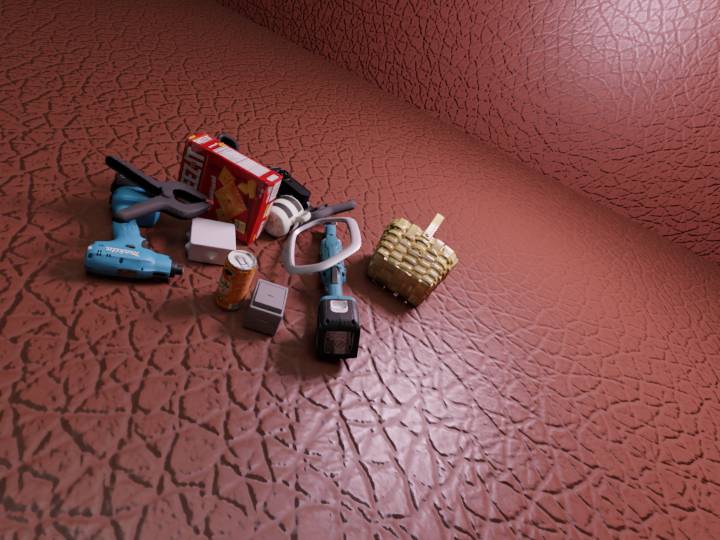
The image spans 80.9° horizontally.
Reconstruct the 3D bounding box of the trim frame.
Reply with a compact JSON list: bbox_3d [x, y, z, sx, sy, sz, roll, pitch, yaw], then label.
[{"bbox_3d":[-0.091,-0.059,0.928,0.185,0.026,0.257,-17,31,3],"label":"trim frame"}]

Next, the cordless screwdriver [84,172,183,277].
[{"bbox_3d":[-0.419,-0.082,0.816,0.153,0.074,0.260,9,40,-25],"label":"cordless screwdriver"}]

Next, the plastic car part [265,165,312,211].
[{"bbox_3d":[-0.204,-0.235,1.168,0.211,0.067,0.064,43,30,22],"label":"plastic car part"}]

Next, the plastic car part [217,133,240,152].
[{"bbox_3d":[-0.367,-0.307,1.153,0.063,0.071,0.121,4,55,-31],"label":"plastic car part"}]

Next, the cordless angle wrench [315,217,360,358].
[{"bbox_3d":[-0.059,0.006,0.906,0.074,0.095,0.437,1,33,-7],"label":"cordless angle wrench"}]
